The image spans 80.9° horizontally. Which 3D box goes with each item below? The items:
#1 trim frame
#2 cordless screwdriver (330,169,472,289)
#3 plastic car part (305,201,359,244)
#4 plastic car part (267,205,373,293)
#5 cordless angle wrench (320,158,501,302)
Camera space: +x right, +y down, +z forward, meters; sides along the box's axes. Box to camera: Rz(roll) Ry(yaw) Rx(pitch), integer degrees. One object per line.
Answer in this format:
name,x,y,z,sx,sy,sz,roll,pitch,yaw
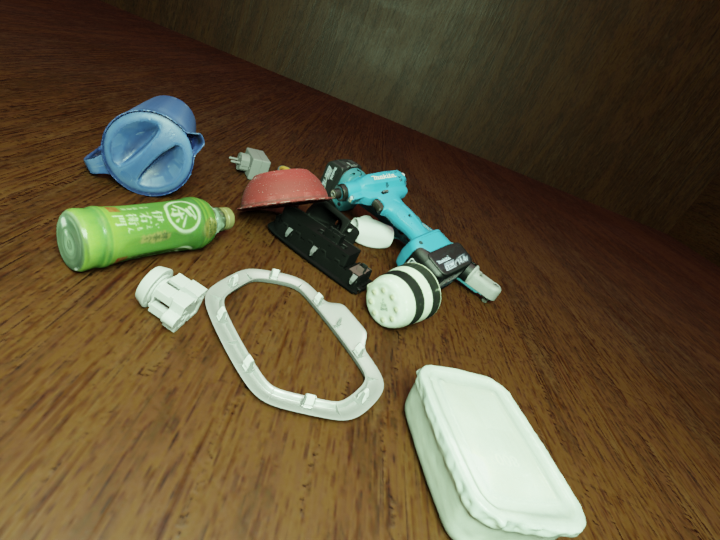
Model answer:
trim frame,-0.077,0.070,0.496,0.175,0.027,0.263,0,33,-40
cordless screwdriver,0.063,-0.073,0.738,0.154,0.074,0.259,-16,61,-32
plastic car part,-0.045,-0.081,0.774,0.067,0.066,0.123,22,18,-41
plastic car part,-0.067,-0.044,0.680,0.212,0.066,0.064,32,34,23
cordless angle wrench,0.092,-0.085,0.848,0.442,0.097,0.072,39,33,24
